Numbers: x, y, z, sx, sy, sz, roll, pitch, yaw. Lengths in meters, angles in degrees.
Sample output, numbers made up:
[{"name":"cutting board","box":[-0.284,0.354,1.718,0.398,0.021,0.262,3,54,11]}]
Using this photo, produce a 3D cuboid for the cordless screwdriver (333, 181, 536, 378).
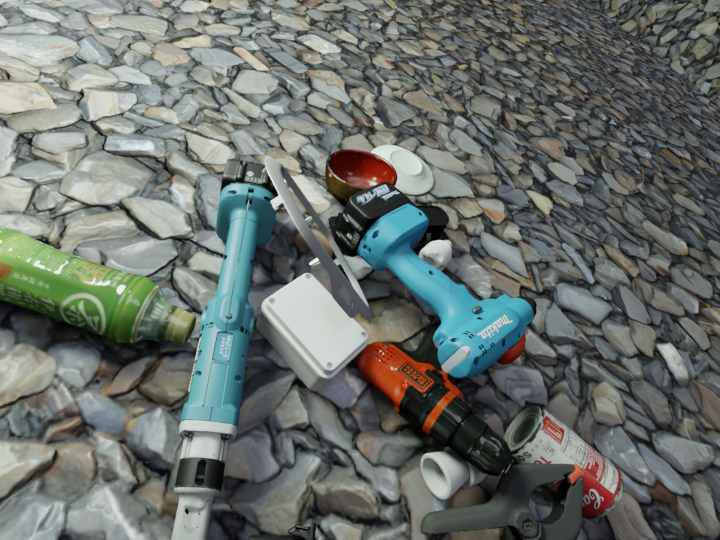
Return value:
[{"name":"cordless screwdriver","box":[0.092,-0.004,0.522,0.154,0.073,0.259,-23,61,-35]}]

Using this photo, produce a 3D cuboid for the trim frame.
[{"name":"trim frame","box":[-0.048,-0.031,0.488,0.027,0.236,0.193,-30,51,1]}]

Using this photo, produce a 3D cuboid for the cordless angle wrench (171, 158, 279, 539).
[{"name":"cordless angle wrench","box":[-0.142,0.058,0.449,0.073,0.097,0.435,9,54,-15]}]

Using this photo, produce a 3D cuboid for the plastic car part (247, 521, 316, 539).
[{"name":"plastic car part","box":[-0.077,0.263,0.334,0.071,0.064,0.119,10,53,3]}]

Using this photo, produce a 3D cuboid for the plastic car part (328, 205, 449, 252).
[{"name":"plastic car part","box":[0.056,-0.073,0.652,0.195,0.066,0.069,-1,48,-26]}]
